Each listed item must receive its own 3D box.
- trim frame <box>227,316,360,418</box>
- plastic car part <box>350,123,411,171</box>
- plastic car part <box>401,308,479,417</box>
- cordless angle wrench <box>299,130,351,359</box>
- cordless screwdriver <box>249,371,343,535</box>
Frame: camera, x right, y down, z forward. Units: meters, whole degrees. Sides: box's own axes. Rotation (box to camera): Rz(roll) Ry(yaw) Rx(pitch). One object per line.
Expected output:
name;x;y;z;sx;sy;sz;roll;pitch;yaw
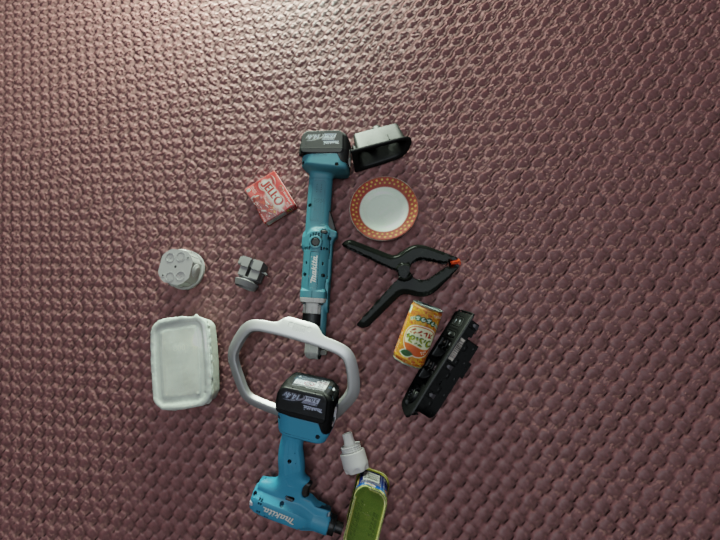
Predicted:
trim frame;-0.122;0.177;0.750;0.255;0.027;0.182;13;101;14
plastic car part;0.033;-0.251;0.828;0.117;0.063;0.073;-18;63;1
plastic car part;0.141;0.166;0.718;0.065;0.068;0.203;39;85;-14
cordless angle wrench;-0.078;-0.051;0.797;0.100;0.072;0.427;2;81;9
cordless screwdriver;-0.084;0.307;0.698;0.163;0.073;0.247;14;96;11
